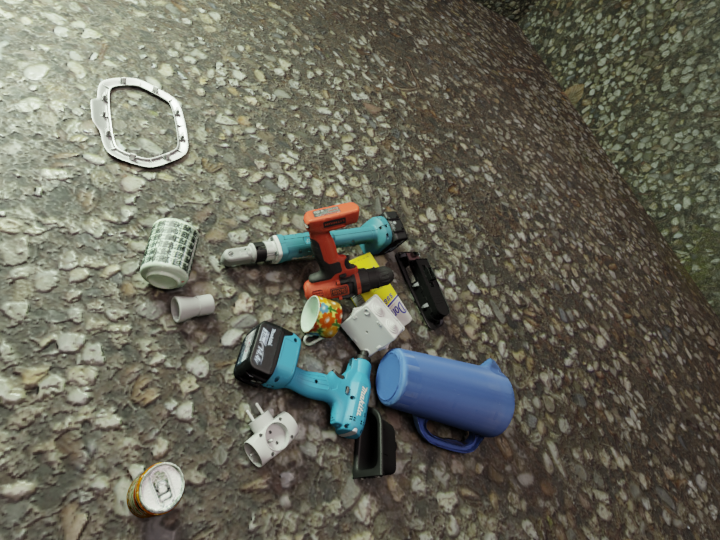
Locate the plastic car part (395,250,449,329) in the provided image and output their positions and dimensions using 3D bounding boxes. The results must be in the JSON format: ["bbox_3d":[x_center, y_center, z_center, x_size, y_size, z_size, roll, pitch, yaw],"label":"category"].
[{"bbox_3d":[0.156,0.037,0.996,0.063,0.068,0.209,4,60,-41],"label":"plastic car part"}]

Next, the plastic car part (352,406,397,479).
[{"bbox_3d":[0.034,0.304,0.735,0.068,0.067,0.119,37,41,-29],"label":"plastic car part"}]

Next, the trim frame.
[{"bbox_3d":[-0.455,-0.314,0.877,0.176,0.028,0.257,-3,63,-33],"label":"trim frame"}]

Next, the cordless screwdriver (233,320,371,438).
[{"bbox_3d":[-0.086,0.168,0.741,0.242,0.075,0.161,32,47,-16],"label":"cordless screwdriver"}]

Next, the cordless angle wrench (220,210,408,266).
[{"bbox_3d":[-0.087,-0.057,0.888,0.407,0.099,0.076,-11,71,-33],"label":"cordless angle wrench"}]
